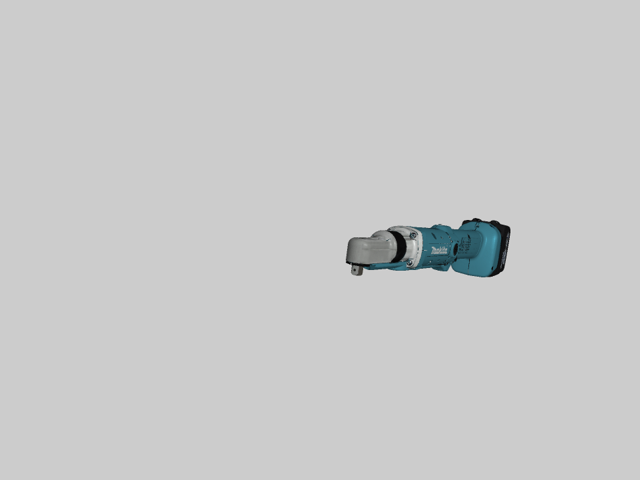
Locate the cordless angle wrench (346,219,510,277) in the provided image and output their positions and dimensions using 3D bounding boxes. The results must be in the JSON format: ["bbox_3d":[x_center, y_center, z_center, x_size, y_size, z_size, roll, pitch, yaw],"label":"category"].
[{"bbox_3d":[0.168,0.011,0.606,0.074,0.098,0.422,12,7,39],"label":"cordless angle wrench"}]
